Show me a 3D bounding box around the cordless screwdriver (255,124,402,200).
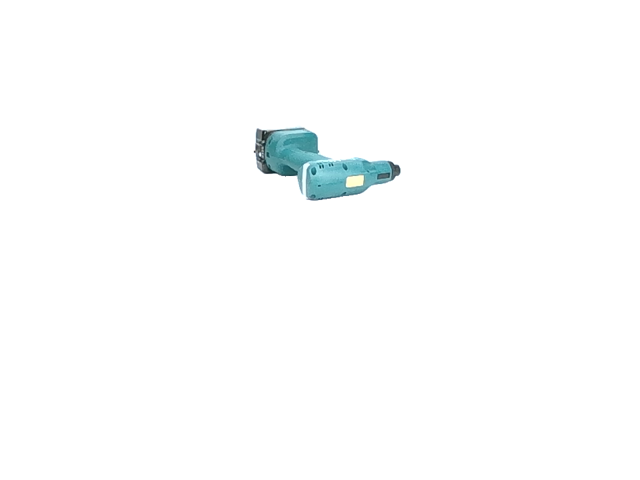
[{"bbox_3d":[0.000,-0.129,0.678,0.158,0.074,0.249,-12,28,-26],"label":"cordless screwdriver"}]
